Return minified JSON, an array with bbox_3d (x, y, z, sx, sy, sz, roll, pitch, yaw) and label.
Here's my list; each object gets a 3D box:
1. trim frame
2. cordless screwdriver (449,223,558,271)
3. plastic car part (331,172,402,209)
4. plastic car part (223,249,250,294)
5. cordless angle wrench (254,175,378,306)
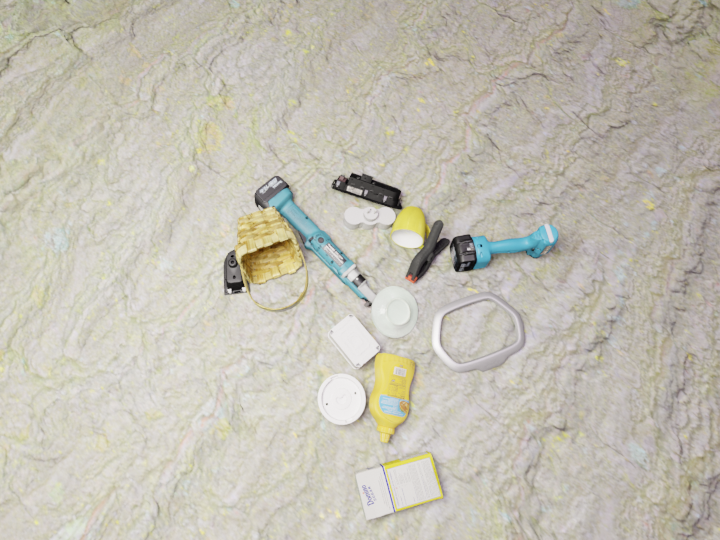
[{"bbox_3d":[0.294,0.156,1.065,0.245,0.027,0.189,-19,71,-11],"label":"trim frame"},{"bbox_3d":[0.365,-0.051,1.101,0.252,0.153,0.076,-9,70,9],"label":"cordless screwdriver"},{"bbox_3d":[0.026,-0.225,1.163,0.204,0.066,0.066,23,113,2],"label":"plastic car part"},{"bbox_3d":[-0.319,-0.004,1.068,0.065,0.070,0.119,-7,74,-9],"label":"plastic car part"},{"bbox_3d":[-0.108,-0.071,1.106,0.097,0.073,0.431,-42,79,-16],"label":"cordless angle wrench"}]
